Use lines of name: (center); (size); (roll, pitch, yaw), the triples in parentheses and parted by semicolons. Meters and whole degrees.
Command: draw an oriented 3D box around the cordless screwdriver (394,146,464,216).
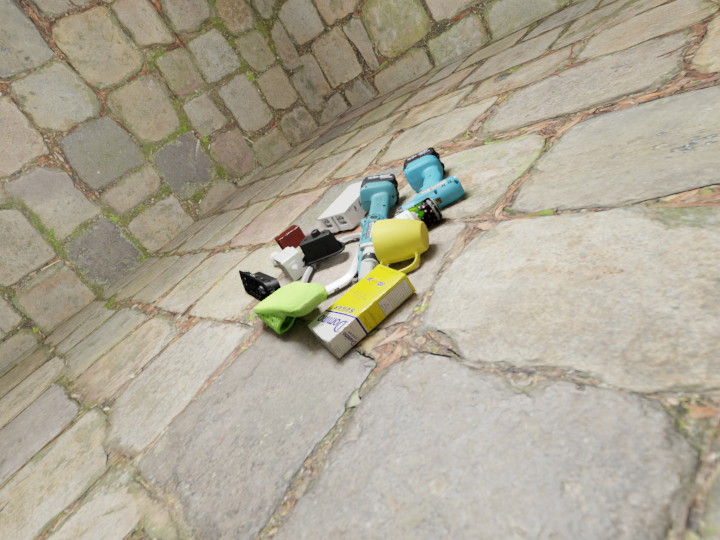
cordless screwdriver: (0.148, -0.209, 1.037); (0.162, 0.071, 0.255); (-27, 29, 15)

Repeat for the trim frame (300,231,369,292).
trim frame: (-0.056, -0.016, 0.980); (0.189, 0.026, 0.250); (-22, 25, 25)

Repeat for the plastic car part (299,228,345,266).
plastic car part: (-0.099, -0.065, 1.017); (0.120, 0.068, 0.066); (-22, 26, 31)

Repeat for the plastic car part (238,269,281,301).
plastic car part: (-0.254, 0.038, 1.086); (0.065, 0.065, 0.212); (-14, 14, -25)

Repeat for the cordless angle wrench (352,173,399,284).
cordless angle wrench: (0.033, -0.099, 0.966); (0.100, 0.071, 0.430); (-6, 35, 12)
